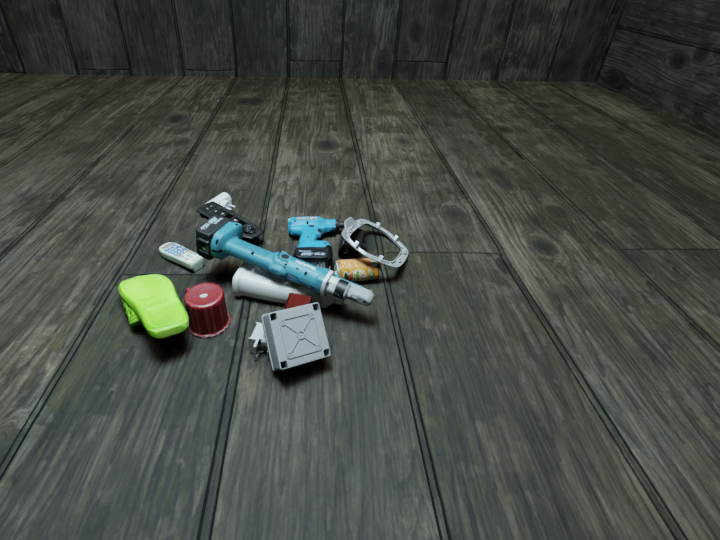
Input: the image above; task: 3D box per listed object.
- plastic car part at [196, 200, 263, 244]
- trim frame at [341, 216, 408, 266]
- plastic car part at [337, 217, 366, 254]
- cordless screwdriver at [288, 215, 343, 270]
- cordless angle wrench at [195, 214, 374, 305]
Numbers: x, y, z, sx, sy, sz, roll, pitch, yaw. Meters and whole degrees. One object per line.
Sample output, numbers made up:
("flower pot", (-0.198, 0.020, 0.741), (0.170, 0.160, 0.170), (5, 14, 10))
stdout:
("plastic car part", (-0.364, -0.123, 1.181), (0.211, 0.066, 0.065), (25, 34, 21))
("trim frame", (0.039, -0.080, 1.100), (0.188, 0.027, 0.245), (31, 26, 8))
("plastic car part", (-0.019, -0.078, 1.146), (0.070, 0.065, 0.119), (16, 39, -7))
("cordless screwdriver", (-0.109, -0.072, 1.120), (0.158, 0.072, 0.258), (-4, 34, -8))
("cordless angle wrench", (-0.171, -0.012, 0.941), (0.435, 0.073, 0.097), (21, 38, 15))
